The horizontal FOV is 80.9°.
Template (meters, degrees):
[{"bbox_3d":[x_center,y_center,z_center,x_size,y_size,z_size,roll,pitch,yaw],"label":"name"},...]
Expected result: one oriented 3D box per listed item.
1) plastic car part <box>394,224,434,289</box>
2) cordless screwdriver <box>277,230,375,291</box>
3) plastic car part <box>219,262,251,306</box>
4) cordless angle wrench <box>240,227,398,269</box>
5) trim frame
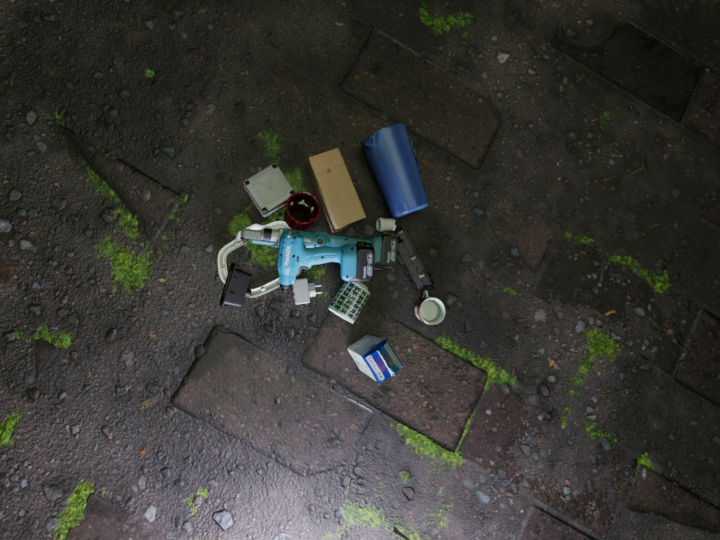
[{"bbox_3d":[0.146,-0.028,1.188,0.067,0.066,0.204,-30,87,-1],"label":"plastic car part"},{"bbox_3d":[-0.091,-0.010,1.092,0.249,0.075,0.157,6,105,0],"label":"cordless screwdriver"},{"bbox_3d":[-0.321,0.044,1.111,0.068,0.068,0.117,15,85,-22],"label":"plastic car part"},{"bbox_3d":[-0.112,-0.073,1.148,0.417,0.075,0.098,7,83,-8],"label":"cordless angle wrench"},{"bbox_3d":[-0.271,-0.035,1.163,0.247,0.027,0.185,-27,85,-7],"label":"trim frame"}]
